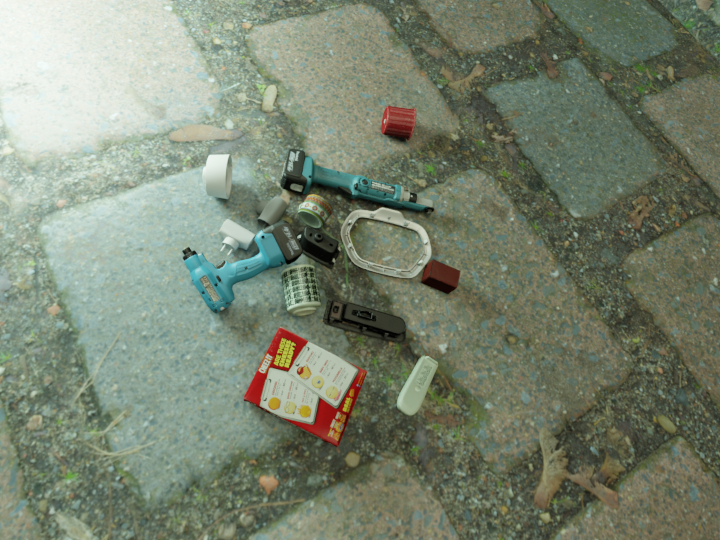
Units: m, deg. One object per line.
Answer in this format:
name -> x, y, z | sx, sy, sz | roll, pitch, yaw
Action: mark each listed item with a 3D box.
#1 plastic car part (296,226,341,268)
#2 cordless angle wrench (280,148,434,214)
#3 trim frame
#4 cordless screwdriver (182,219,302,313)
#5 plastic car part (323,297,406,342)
plastic car part -> -0.101, -0.066, 1.035 | 0.116, 0.071, 0.066 | 28, 63, -4
cordless angle wrench -> 0.002, -0.221, 1.126 | 0.416, 0.074, 0.100 | 12, 66, -10
trim frame -> 0.069, -0.077, 1.101 | 0.246, 0.027, 0.187 | 12, 64, -5
cordless screwdriver -> -0.264, -0.034, 0.952 | 0.247, 0.075, 0.159 | -33, 93, -11
plastic car part -> 0.021, 0.113, 0.992 | 0.200, 0.067, 0.067 | 18, 58, -8
